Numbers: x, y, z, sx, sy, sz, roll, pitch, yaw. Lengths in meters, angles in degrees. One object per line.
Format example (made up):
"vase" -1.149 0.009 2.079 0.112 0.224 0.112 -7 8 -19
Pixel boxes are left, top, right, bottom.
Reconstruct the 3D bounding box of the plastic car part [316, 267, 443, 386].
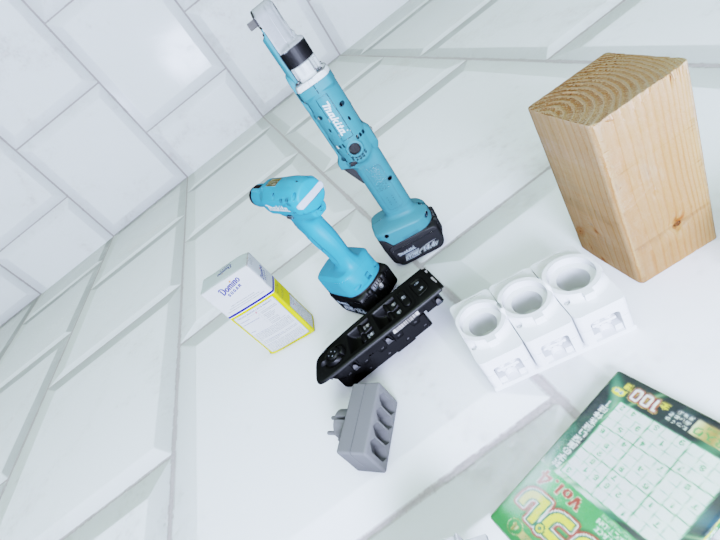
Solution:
"plastic car part" 0.027 0.085 0.560 0.203 0.064 0.069 -36 32 4

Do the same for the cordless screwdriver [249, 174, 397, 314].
"cordless screwdriver" -0.062 -0.041 0.638 0.167 0.237 0.074 10 55 51

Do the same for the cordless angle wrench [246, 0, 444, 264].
"cordless angle wrench" -0.011 -0.181 0.603 0.099 0.403 0.077 -28 31 16
